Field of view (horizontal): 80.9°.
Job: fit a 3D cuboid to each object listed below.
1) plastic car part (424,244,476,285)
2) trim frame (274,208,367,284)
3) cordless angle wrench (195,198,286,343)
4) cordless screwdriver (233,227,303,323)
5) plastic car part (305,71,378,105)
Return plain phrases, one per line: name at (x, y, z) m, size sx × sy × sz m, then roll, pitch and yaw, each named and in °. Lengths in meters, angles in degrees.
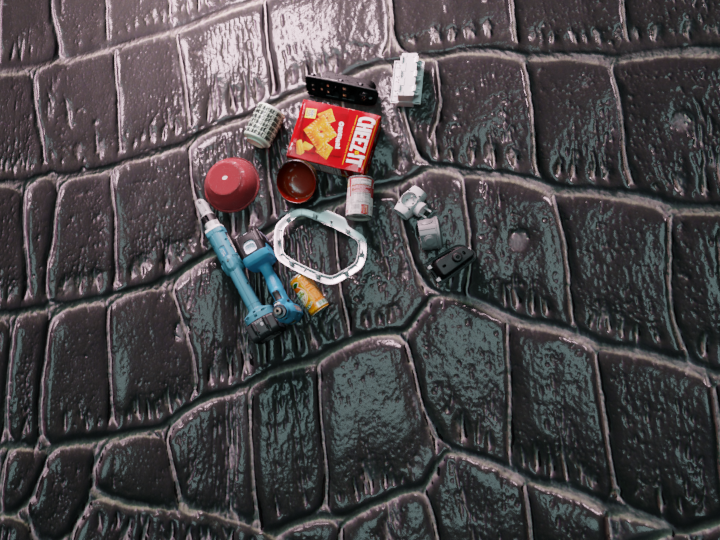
plastic car part at (0.219, -0.024, 1.003) m, size 0.117 × 0.069 × 0.067 m, roll -34°, pitch 80°, yaw 5°
trim frame at (-0.105, -0.068, 1.070) m, size 0.256 × 0.027 × 0.184 m, roll 25°, pitch 67°, yaw 14°
cordless angle wrench at (-0.327, -0.015, 1.087) m, size 0.074 × 0.095 × 0.435 m, roll -32°, pitch 73°, yaw -2°
cordless screwdriver at (-0.225, 0.016, 1.027) m, size 0.074 × 0.155 × 0.255 m, roll -31°, pitch 76°, yaw 0°
plastic car part at (-0.044, -0.494, 1.142) m, size 0.208 × 0.064 × 0.067 m, roll 20°, pitch 59°, yaw 13°
